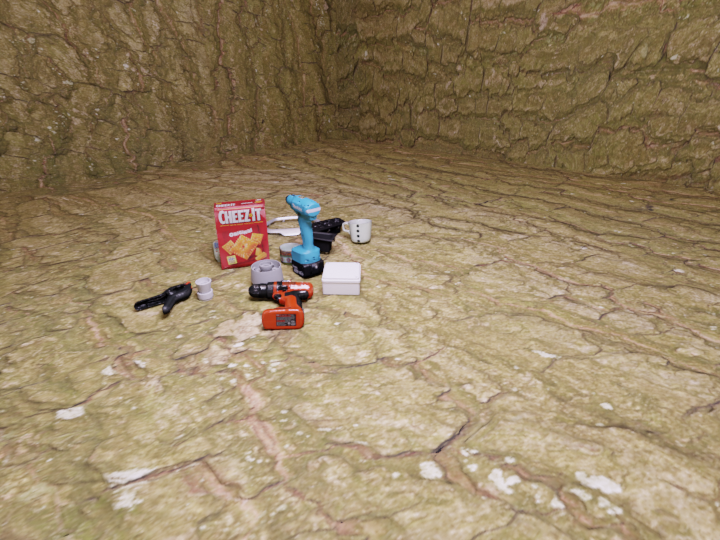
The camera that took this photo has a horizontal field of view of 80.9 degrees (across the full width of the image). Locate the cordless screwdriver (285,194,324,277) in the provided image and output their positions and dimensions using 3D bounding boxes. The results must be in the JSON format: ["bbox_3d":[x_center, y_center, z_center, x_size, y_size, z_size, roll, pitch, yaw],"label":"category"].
[{"bbox_3d":[-0.182,-0.112,1.318,0.072,0.243,0.168,-16,28,-32],"label":"cordless screwdriver"}]

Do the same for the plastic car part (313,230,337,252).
[{"bbox_3d":[-0.144,-0.094,1.477,0.120,0.069,0.066,6,25,15],"label":"plastic car part"}]

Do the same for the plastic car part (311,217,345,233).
[{"bbox_3d":[-0.134,-0.157,1.610,0.070,0.065,0.197,19,33,38],"label":"plastic car part"}]

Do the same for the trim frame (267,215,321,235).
[{"bbox_3d":[-0.281,-0.185,1.725,0.248,0.027,0.190,-4,26,-3],"label":"trim frame"}]
